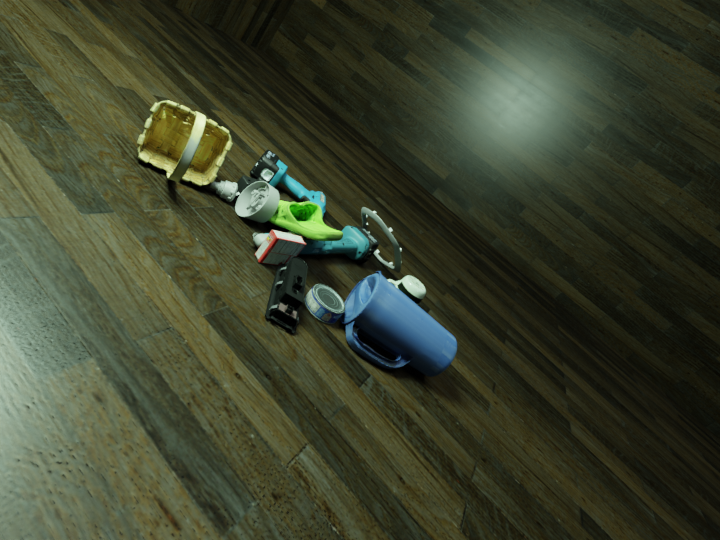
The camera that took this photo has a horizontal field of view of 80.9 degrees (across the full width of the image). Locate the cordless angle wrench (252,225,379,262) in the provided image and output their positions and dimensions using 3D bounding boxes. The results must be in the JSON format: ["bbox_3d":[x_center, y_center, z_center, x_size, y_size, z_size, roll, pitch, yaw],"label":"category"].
[{"bbox_3d":[-0.105,-0.068,1.069,0.102,0.074,0.404,47,27,25],"label":"cordless angle wrench"}]

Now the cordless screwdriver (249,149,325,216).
[{"bbox_3d":[-0.205,-0.242,1.247,0.240,0.075,0.164,34,23,-19],"label":"cordless screwdriver"}]

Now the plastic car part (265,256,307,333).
[{"bbox_3d":[-0.139,0.031,0.841,0.064,0.067,0.209,24,23,-16],"label":"plastic car part"}]

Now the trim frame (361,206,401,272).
[{"bbox_3d":[0.057,-0.087,1.219,0.193,0.027,0.239,47,-14,27],"label":"trim frame"}]

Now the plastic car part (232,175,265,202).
[{"bbox_3d":[-0.274,-0.207,1.079,0.111,0.071,0.069,3,43,-50],"label":"plastic car part"}]
